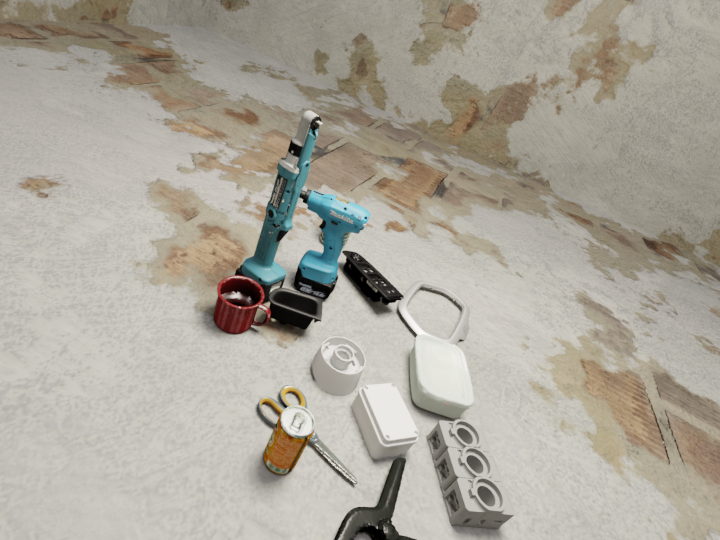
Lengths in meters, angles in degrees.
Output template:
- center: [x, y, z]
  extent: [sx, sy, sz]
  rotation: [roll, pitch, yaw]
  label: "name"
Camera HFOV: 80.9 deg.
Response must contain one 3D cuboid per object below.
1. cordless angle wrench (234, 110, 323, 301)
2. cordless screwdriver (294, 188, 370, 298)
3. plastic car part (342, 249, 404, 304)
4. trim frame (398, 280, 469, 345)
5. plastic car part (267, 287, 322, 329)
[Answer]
- center: [-0.161, -0.117, 0.848]
  extent: [0.102, 0.419, 0.072]
  rotation: [40, 35, 21]
  label: "cordless angle wrench"
- center: [-0.094, -0.062, 0.965]
  extent: [0.160, 0.246, 0.075]
  rotation: [24, 33, 0]
  label: "cordless screwdriver"
- center: [0.019, 0.021, 1.074]
  extent: [0.063, 0.066, 0.214]
  rotation: [-6, 42, -38]
  label: "plastic car part"
- center: [0.195, 0.107, 1.086]
  extent: [0.189, 0.027, 0.244]
  rotation: [30, 34, 13]
  label: "trim frame"
- center: [-0.144, 0.086, 0.887]
  extent: [0.115, 0.070, 0.068]
  rotation: [16, 34, -9]
  label: "plastic car part"
